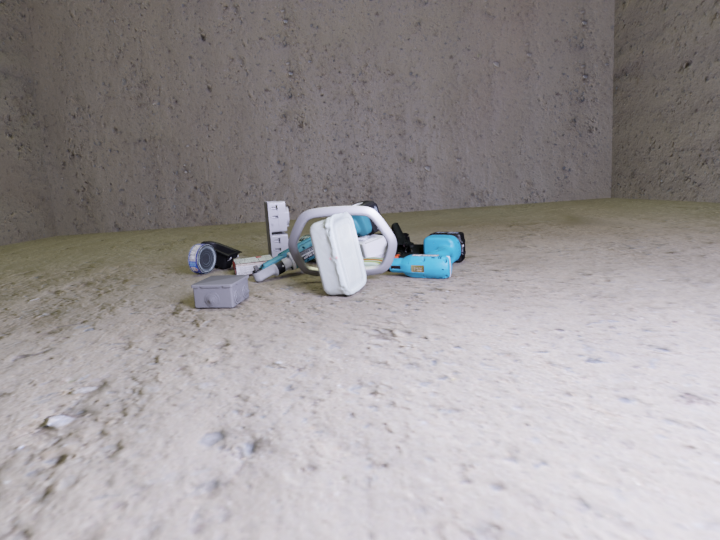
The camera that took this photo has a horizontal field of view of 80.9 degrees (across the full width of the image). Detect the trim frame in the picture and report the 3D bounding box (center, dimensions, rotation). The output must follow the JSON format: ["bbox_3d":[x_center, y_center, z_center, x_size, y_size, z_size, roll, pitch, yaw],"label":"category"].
[{"bbox_3d":[-0.044,-0.058,0.951,0.253,0.179,0.028,-2,22,12],"label":"trim frame"}]

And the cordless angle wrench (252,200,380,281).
[{"bbox_3d":[-0.112,-0.073,1.142,0.413,0.095,0.078,-32,21,-33],"label":"cordless angle wrench"}]

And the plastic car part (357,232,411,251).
[{"bbox_3d":[0.050,-0.074,1.312,0.212,0.064,0.067,4,38,31],"label":"plastic car part"}]

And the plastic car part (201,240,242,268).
[{"bbox_3d":[-0.424,-0.040,1.265,0.121,0.070,0.064,18,16,21],"label":"plastic car part"}]

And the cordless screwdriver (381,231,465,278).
[{"bbox_3d":[0.165,-0.038,1.047,0.166,0.073,0.242,1,16,27],"label":"cordless screwdriver"}]
